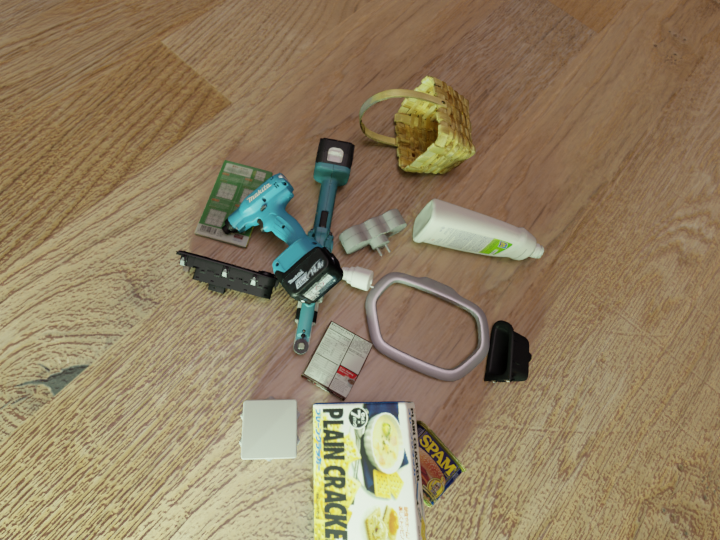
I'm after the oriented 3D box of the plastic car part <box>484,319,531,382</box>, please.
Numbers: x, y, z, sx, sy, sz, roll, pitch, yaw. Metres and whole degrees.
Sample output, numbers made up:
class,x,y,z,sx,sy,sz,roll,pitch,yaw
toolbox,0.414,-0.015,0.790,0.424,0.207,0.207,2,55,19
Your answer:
class,x,y,z,sx,sy,sz,roll,pitch,yaw
plastic car part,0.283,0.158,0.785,0.069,0.067,0.118,26,64,-14

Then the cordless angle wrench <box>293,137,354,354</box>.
class,x,y,z,sx,sy,sz,roll,pitch,yaw
cordless angle wrench,-0.080,-0.052,0.819,0.074,0.097,0.428,10,72,-5

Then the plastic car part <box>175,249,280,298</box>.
class,x,y,z,sx,sy,sz,roll,pitch,yaw
plastic car part,-0.243,0.011,0.787,0.202,0.066,0.067,11,79,-1

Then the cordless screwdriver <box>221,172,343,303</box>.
class,x,y,z,sx,sy,sz,roll,pitch,yaw
cordless screwdriver,-0.150,-0.049,0.764,0.160,0.071,0.260,-38,61,6

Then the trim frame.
class,x,y,z,sx,sy,sz,roll,pitch,yaw
trim frame,0.127,0.100,0.806,0.251,0.027,0.185,21,69,5
